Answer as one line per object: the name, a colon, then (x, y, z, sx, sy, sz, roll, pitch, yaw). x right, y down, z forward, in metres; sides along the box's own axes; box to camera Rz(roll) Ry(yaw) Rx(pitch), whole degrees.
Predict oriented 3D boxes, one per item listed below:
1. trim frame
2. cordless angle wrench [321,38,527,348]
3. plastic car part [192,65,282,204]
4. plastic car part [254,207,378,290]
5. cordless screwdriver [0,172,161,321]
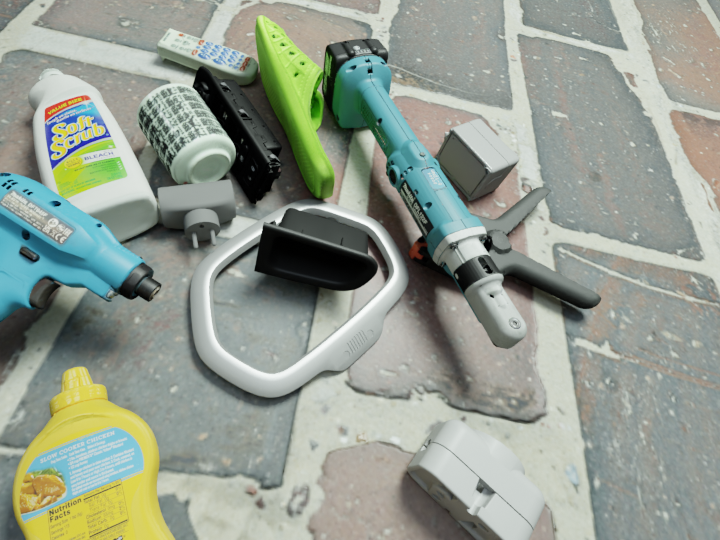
trim frame: (-0.060, 0.016, 0.445, 0.190, 0.027, 0.244, 43, 60, 17)
cordless angle wrench: (0.059, -0.111, 0.481, 0.073, 0.096, 0.441, -14, 59, -17)
plastic car part: (-0.150, -0.181, 0.527, 0.065, 0.066, 0.210, -23, 66, -34)
plastic car part: (-0.042, -0.028, 0.434, 0.115, 0.065, 0.073, 13, 44, -7)
cordless screwdriver: (-0.286, 0.057, 0.324, 0.159, 0.074, 0.249, 32, 71, -2)
